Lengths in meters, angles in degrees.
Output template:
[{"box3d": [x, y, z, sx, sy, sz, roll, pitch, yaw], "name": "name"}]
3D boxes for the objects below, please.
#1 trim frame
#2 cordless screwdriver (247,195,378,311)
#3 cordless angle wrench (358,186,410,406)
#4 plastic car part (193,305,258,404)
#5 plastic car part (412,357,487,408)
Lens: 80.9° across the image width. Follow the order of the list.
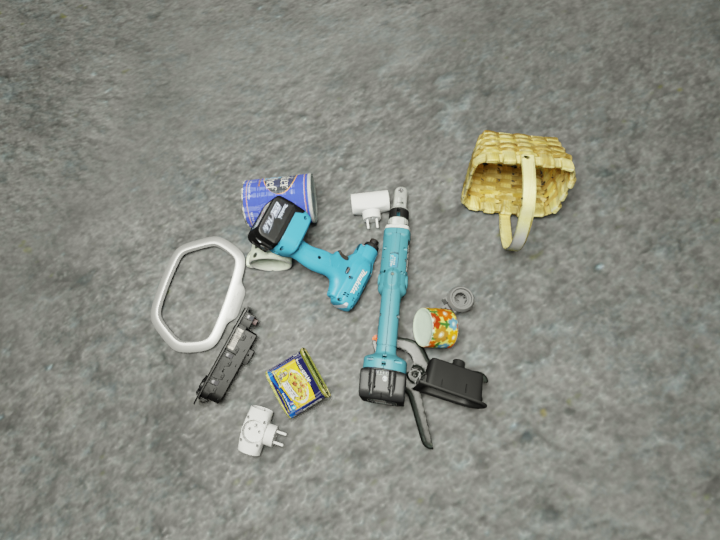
[{"box3d": [-0.334, 0.046, 0.879, 0.188, 0.027, 0.251, 12, 74, 11], "name": "trim frame"}, {"box3d": [-0.079, -0.052, 0.810, 0.241, 0.076, 0.159, 36, 67, -16], "name": "cordless screwdriver"}, {"box3d": [0.060, 0.023, 0.787, 0.076, 0.094, 0.430, 3, 65, 10], "name": "cordless angle wrench"}, {"box3d": [-0.252, 0.170, 0.818, 0.065, 0.068, 0.203, 34, 77, -14], "name": "plastic car part"}, {"box3d": [0.157, 0.187, 0.727, 0.118, 0.064, 0.072, 14, 64, 5], "name": "plastic car part"}]
